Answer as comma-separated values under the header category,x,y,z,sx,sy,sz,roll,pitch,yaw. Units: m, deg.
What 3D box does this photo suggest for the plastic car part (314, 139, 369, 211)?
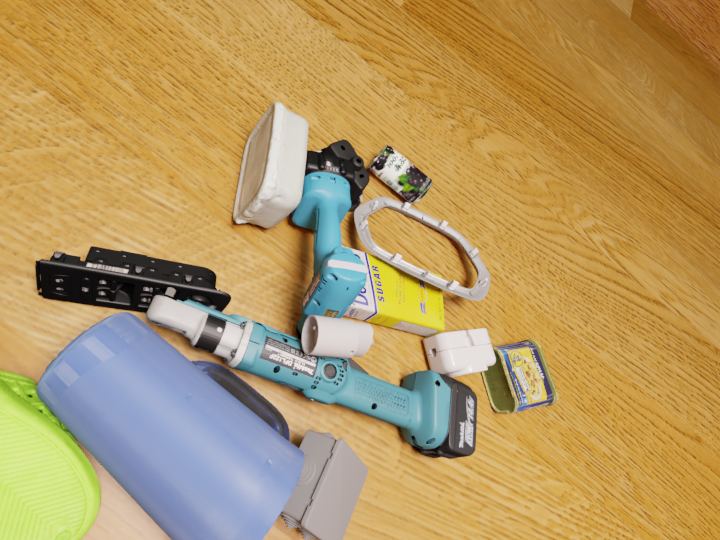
category,x,y,z,sx,sy,sz,roll,pitch,yaw
plastic car part,-0.023,-0.162,0.678,0.064,0.071,0.119,-27,78,-33

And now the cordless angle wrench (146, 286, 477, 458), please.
category,x,y,z,sx,sy,sz,roll,pitch,yaw
cordless angle wrench,-0.047,0.123,0.507,0.409,0.075,0.099,25,58,-17

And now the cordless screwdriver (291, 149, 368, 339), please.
category,x,y,z,sx,sy,sz,roll,pitch,yaw
cordless screwdriver,-0.056,-0.037,0.578,0.072,0.159,0.258,10,47,-22

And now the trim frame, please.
category,x,y,z,sx,sy,sz,roll,pitch,yaw
trim frame,0.102,-0.040,0.672,0.244,0.027,0.187,25,41,-9

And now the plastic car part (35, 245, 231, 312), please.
category,x,y,z,sx,sy,sz,roll,pitch,yaw
plastic car part,-0.254,0.014,0.493,0.197,0.066,0.069,15,36,-18
